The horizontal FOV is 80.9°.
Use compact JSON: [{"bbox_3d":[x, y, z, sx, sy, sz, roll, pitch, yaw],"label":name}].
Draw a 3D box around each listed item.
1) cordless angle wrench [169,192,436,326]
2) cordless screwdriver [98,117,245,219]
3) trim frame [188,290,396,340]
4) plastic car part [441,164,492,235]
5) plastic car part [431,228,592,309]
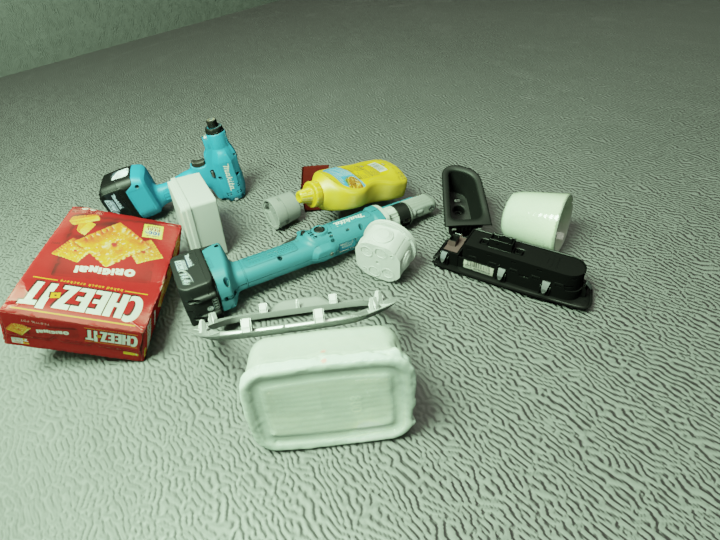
[{"bbox_3d":[-0.063,-0.041,0.639,0.415,0.072,0.103,-22,43,-18],"label":"cordless angle wrench"},{"bbox_3d":[-0.347,-0.177,0.774,0.246,0.153,0.078,-17,42,-8],"label":"cordless screwdriver"},{"bbox_3d":[-0.082,0.050,0.504,0.250,0.027,0.183,-10,2,2],"label":"trim frame"},{"bbox_3d":[0.158,-0.101,0.664,0.067,0.068,0.120,-1,57,5],"label":"plastic car part"},{"bbox_3d":[0.206,-0.013,0.569,0.213,0.065,0.065,24,42,28],"label":"plastic car part"}]
